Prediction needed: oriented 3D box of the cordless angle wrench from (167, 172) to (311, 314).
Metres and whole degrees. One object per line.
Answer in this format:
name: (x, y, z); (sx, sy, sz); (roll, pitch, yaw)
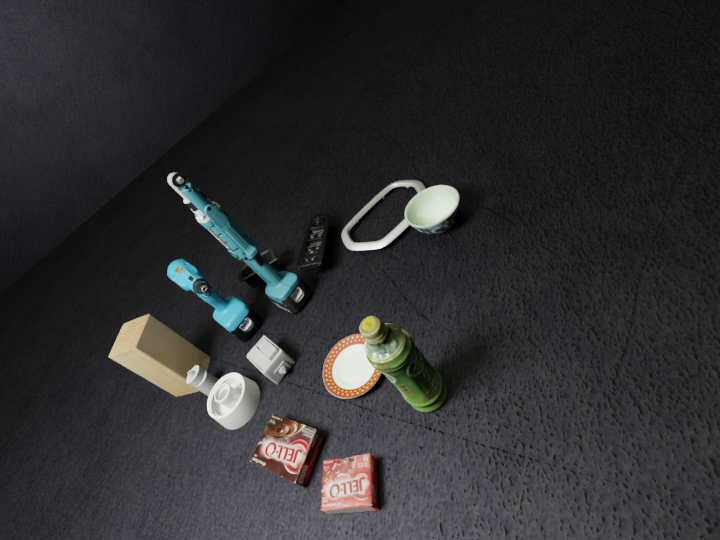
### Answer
cordless angle wrench: (-0.256, -0.053, 0.907); (0.103, 0.401, 0.074); (16, 62, 45)

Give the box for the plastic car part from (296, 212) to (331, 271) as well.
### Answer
plastic car part: (-0.104, -0.068, 1.068); (0.068, 0.063, 0.208); (-19, 44, 23)

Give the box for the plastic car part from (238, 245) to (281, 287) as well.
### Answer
plastic car part: (-0.259, 0.002, 1.117); (0.117, 0.067, 0.069); (-36, 39, 4)

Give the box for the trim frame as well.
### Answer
trim frame: (0.059, -0.136, 1.036); (0.247, 0.026, 0.195); (-47, 41, -8)

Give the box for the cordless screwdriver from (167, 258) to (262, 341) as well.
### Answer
cordless screwdriver: (-0.323, 0.074, 0.968); (0.168, 0.236, 0.074); (20, 66, 47)
